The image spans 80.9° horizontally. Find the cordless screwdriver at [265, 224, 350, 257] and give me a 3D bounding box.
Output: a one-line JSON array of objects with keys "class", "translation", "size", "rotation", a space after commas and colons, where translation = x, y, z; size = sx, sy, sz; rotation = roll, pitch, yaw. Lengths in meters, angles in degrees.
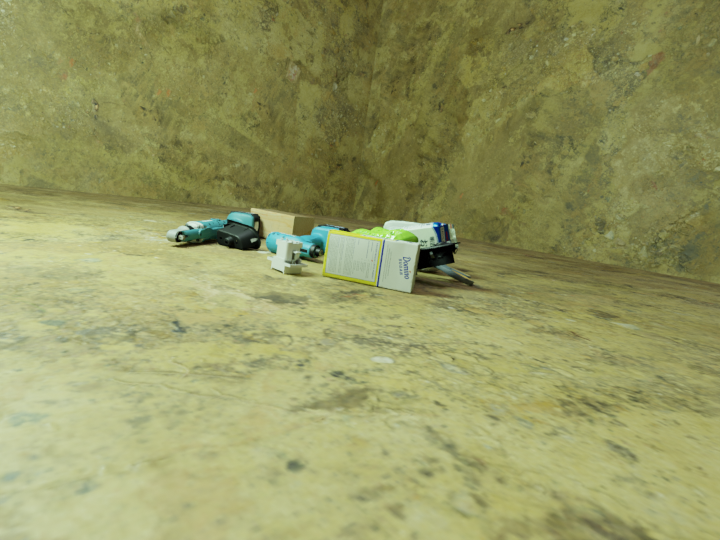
[{"class": "cordless screwdriver", "translation": [-0.107, -0.070, 1.099], "size": [0.167, 0.073, 0.239], "rotation": [13, 14, 31]}]

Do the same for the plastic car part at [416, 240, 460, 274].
[{"class": "plastic car part", "translation": [0.118, -0.023, 0.924], "size": [0.210, 0.068, 0.063], "rotation": [-15, -11, 29]}]

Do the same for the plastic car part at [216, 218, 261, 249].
[{"class": "plastic car part", "translation": [-0.314, -0.081, 1.055], "size": [0.123, 0.064, 0.069], "rotation": [17, 26, 32]}]

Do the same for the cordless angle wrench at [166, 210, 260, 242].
[{"class": "cordless angle wrench", "translation": [-0.390, -0.112, 1.136], "size": [0.100, 0.074, 0.419], "rotation": [8, 11, 7]}]
